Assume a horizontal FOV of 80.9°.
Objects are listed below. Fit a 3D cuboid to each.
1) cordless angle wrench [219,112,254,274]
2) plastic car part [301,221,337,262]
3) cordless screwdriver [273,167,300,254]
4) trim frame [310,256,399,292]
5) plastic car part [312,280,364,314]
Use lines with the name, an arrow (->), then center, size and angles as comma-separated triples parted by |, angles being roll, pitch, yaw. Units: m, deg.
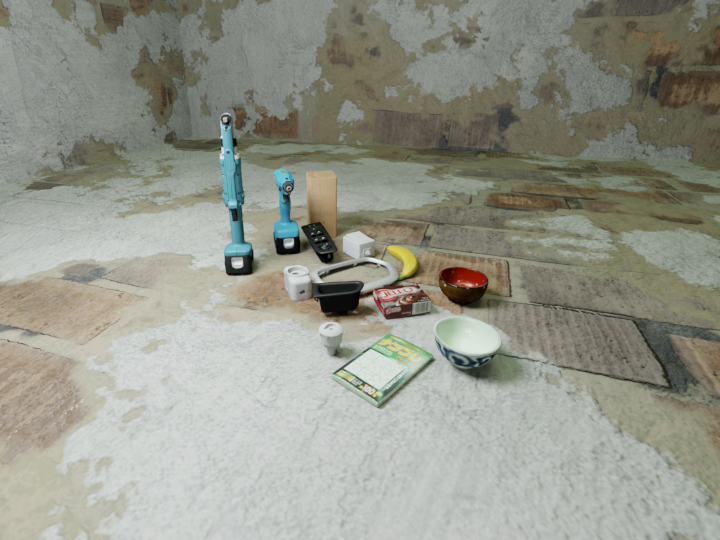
cordless angle wrench -> -0.333, -0.194, 1.112 | 0.074, 0.413, 0.101 | -2, 24, -8
plastic car part -> -0.124, -0.081, 1.272 | 0.065, 0.065, 0.213 | -8, 27, -18
cordless screwdriver -> -0.218, -0.166, 1.245 | 0.073, 0.243, 0.166 | -5, 25, -15
trim frame -> -0.014, 0.011, 1.124 | 0.240, 0.027, 0.195 | -18, 31, -32
plastic car part -> -0.049, 0.066, 0.962 | 0.116, 0.069, 0.068 | -2, 25, -4
